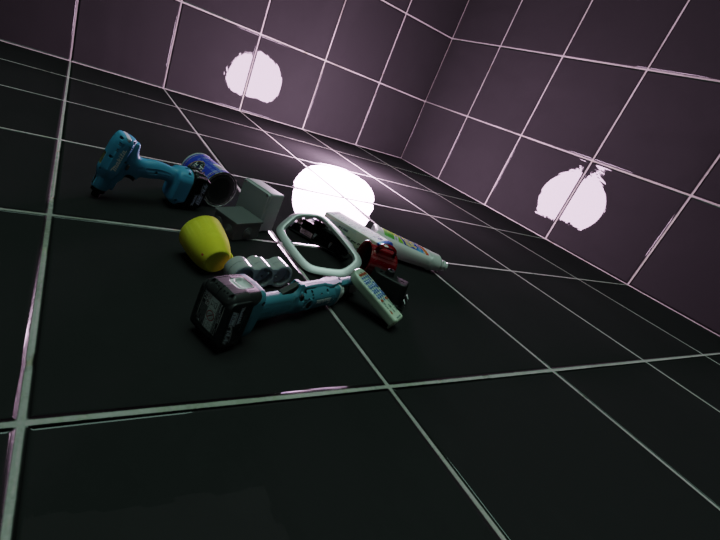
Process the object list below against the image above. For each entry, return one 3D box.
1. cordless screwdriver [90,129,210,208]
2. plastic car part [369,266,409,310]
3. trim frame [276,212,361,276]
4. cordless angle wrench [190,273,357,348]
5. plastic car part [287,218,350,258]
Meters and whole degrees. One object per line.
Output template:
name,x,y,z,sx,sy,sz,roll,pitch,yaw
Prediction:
cordless screwdriver,-0.496,-0.210,1.005,0.235,0.159,0.078,21,19,-51
plastic car part,0.065,0.032,0.997,0.120,0.070,0.064,30,22,13
trim frame,-0.104,-0.068,1.063,0.178,0.027,0.262,-17,49,-32
cordless angle wrench,-0.116,0.048,0.789,0.078,0.097,0.405,33,20,25
plastic car part,-0.105,-0.099,1.167,0.212,0.067,0.064,35,17,24
